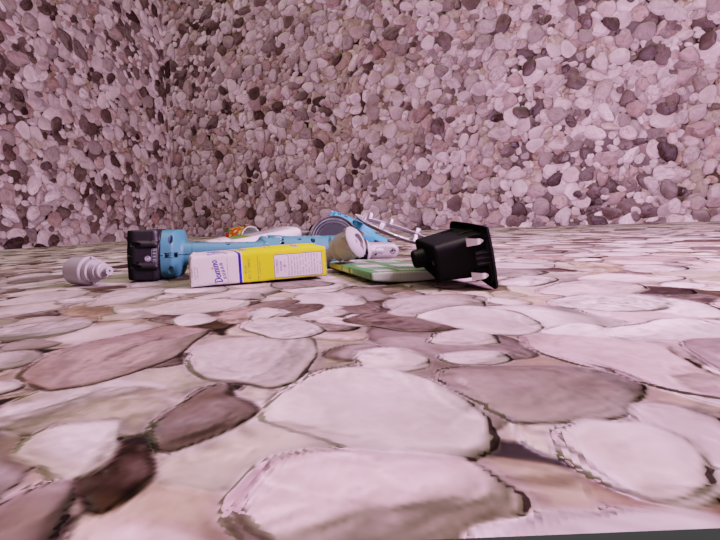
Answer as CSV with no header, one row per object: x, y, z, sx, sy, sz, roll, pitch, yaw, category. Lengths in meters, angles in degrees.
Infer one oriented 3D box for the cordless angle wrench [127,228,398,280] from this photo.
-0.141,-0.030,0.678,0.415,0.074,0.100,-1,5,-12,cordless angle wrench

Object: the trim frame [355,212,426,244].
0.097,-0.084,0.917,0.235,0.027,0.195,11,16,-44,trim frame

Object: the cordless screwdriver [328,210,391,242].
-0.009,-0.084,1.004,0.158,0.074,0.250,24,3,-5,cordless screwdriver

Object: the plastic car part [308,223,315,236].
-0.087,-0.057,0.890,0.065,0.067,0.206,27,2,-11,plastic car part

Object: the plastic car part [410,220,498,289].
0.095,-0.018,0.478,0.070,0.065,0.119,-13,12,-6,plastic car part
